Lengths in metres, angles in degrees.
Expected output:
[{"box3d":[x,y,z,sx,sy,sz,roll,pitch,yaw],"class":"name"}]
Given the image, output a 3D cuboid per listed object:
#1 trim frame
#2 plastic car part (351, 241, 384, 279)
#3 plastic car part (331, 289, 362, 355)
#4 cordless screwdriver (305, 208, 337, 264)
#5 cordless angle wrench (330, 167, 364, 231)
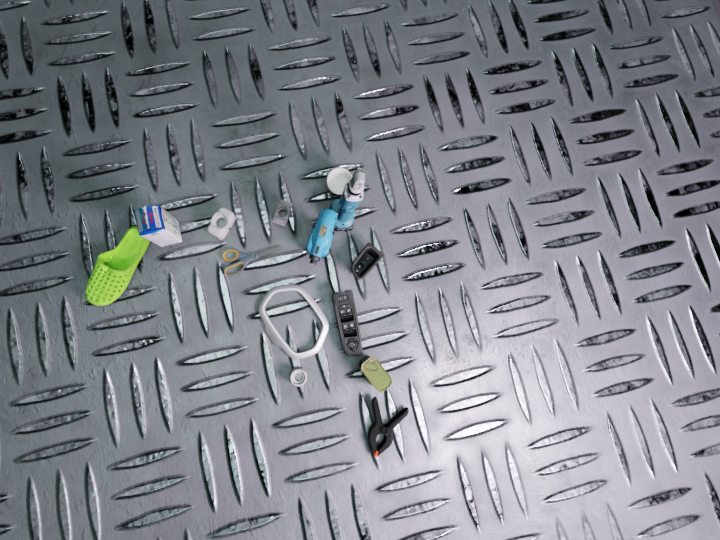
[{"box3d":[-0.213,0.158,1.335,0.183,0.027,0.251,-37,84,-9],"class":"trim frame"},{"box3d":[0.010,-0.023,1.358,0.066,0.071,0.116,40,80,0],"class":"plastic car part"},{"box3d":[-0.042,0.165,1.324,0.066,0.067,0.205,-11,81,-8],"class":"plastic car part"},{"box3d":[-0.124,-0.081,1.271,0.074,0.249,0.160,18,81,-6],"class":"cordless screwdriver"},{"box3d":[-0.034,-0.197,1.208,0.073,0.423,0.099,1,83,-9],"class":"cordless angle wrench"}]
